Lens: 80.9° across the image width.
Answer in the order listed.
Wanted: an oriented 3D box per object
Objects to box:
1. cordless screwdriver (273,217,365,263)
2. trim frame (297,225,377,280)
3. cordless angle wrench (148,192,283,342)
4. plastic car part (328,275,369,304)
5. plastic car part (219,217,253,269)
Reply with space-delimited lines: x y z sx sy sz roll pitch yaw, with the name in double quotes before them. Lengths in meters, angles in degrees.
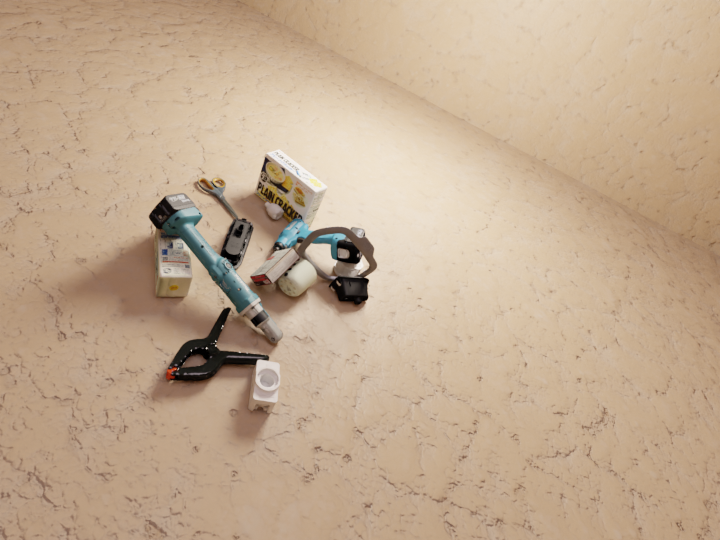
"cordless screwdriver" -0.118 -0.077 1.209 0.257 0.072 0.159 12 37 19
"trim frame" -0.056 -0.039 1.121 0.235 0.189 0.028 50 31 -43
"cordless angle wrench" -0.326 0.002 0.995 0.425 0.075 0.096 50 22 3
"plastic car part" -0.020 0.059 1.171 0.112 0.066 0.073 7 58 -26
"plastic car part" -0.338 -0.083 1.166 0.064 0.067 0.208 22 41 -17
